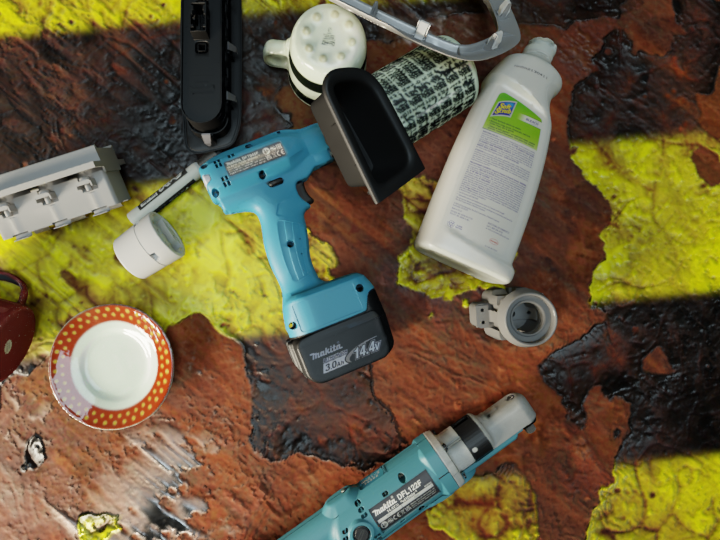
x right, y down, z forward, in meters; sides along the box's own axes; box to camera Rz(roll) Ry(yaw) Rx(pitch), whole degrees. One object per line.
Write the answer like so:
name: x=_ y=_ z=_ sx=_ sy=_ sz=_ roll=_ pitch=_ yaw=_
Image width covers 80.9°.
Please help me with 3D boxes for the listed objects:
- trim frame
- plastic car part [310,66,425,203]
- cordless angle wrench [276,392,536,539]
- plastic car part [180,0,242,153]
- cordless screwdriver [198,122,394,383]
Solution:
trim frame: x=0.042 y=-0.279 z=0.413 sx=0.252 sy=0.027 sz=0.183 roll=32 pitch=58 yaw=7
plastic car part: x=-0.005 y=-0.125 z=0.396 sx=0.065 sy=0.073 sz=0.114 roll=-37 pitch=105 yaw=-25
cordless angle wrench: x=-0.003 y=0.251 z=0.424 sx=0.421 sy=0.075 sz=0.098 roll=-34 pitch=91 yaw=-4
plastic car part: x=-0.156 y=-0.223 z=0.434 sx=0.065 sy=0.068 sz=0.203 roll=-1 pitch=87 yaw=-10
cordless screwdriver: x=-0.042 y=-0.027 z=0.429 sx=0.157 sy=0.074 sz=0.251 roll=-25 pitch=85 yaw=-12
